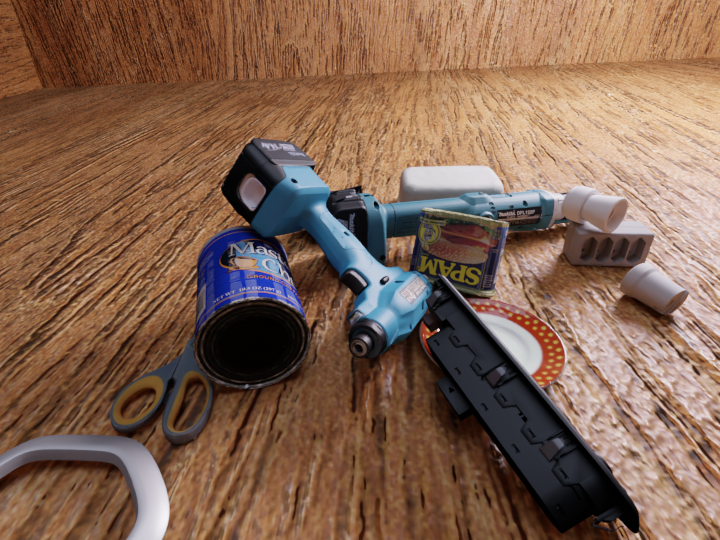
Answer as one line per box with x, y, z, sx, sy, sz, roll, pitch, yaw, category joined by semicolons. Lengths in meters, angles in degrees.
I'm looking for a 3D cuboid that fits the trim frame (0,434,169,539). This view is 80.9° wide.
-0.233;0.199;0.247;0.193;0.027;0.244;14;34;28;trim frame

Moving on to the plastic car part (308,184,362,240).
-0.040;-0.074;0.637;0.114;0.064;0.075;-18;48;-16;plastic car part

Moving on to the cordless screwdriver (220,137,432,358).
-0.042;-0.027;0.428;0.254;0.075;0.155;44;28;11;cordless screwdriver

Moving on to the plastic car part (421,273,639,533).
0.104;0.095;0.315;0.066;0.063;0.214;-30;49;-10;plastic car part

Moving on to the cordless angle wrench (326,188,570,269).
0.157;-0.075;0.585;0.416;0.095;0.077;-7;28;-11;cordless angle wrench
